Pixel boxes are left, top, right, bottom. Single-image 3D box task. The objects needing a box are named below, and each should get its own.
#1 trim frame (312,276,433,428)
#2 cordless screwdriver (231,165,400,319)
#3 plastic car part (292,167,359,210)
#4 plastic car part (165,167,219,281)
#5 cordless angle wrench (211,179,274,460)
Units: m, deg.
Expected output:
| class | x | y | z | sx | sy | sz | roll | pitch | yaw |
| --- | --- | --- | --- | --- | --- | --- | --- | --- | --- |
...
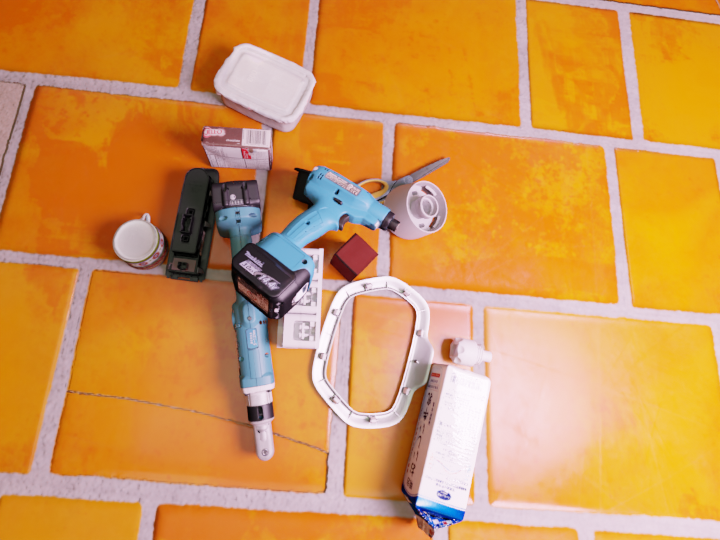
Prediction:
| class | x | y | z | sx | sy | sz | roll | pitch | yaw |
| --- | --- | --- | --- | --- | --- | --- | --- | --- | --- |
| trim frame | 0.025 | 0.128 | 0.692 | 0.184 | 0.027 | 0.250 | 18 | 74 | -1 |
| cordless screwdriver | -0.060 | -0.039 | 0.611 | 0.163 | 0.073 | 0.248 | 31 | 59 | 10 |
| plastic car part | -0.066 | -0.130 | 0.732 | 0.120 | 0.064 | 0.071 | 15 | 90 | 15 |
| plastic car part | -0.283 | -0.087 | 0.707 | 0.067 | 0.066 | 0.206 | 5 | 73 | 1 |
| cordless angle wrench | -0.173 | 0.071 | 0.661 | 0.073 | 0.098 | 0.428 | -7 | 80 | -12 |
